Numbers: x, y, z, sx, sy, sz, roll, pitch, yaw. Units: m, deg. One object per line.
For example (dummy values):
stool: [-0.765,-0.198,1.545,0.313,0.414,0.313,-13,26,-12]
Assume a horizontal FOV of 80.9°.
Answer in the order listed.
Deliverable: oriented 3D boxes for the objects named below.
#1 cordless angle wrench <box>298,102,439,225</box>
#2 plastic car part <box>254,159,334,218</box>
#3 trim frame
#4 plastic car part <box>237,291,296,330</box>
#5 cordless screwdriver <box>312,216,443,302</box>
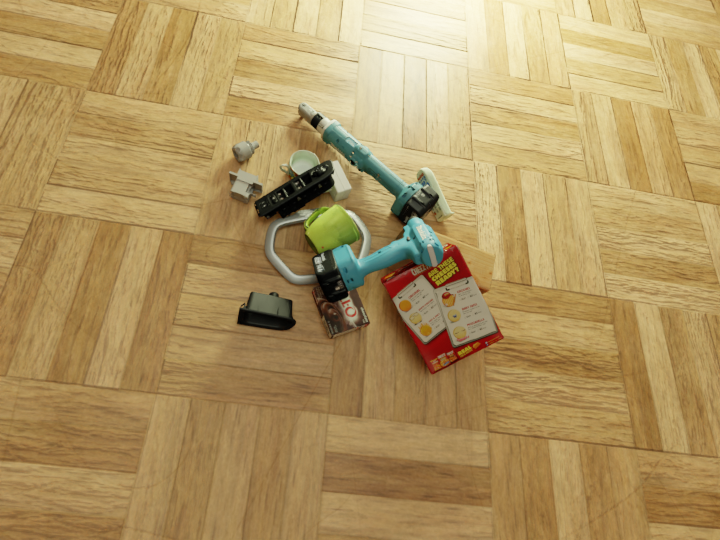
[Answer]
cordless angle wrench: [-0.001,-0.276,1.030,0.433,0.096,0.074,43,70,13]
plastic car part: [-0.138,-0.174,0.954,0.203,0.064,0.069,-34,36,4]
trim frame: [-0.094,-0.061,0.958,0.244,0.027,0.189,-11,71,-12]
plastic car part: [-0.190,0.077,0.871,0.114,0.065,0.073,9,53,-11]
cordless screwdriver: [0.029,-0.035,0.858,0.251,0.071,0.164,-19,31,7]
